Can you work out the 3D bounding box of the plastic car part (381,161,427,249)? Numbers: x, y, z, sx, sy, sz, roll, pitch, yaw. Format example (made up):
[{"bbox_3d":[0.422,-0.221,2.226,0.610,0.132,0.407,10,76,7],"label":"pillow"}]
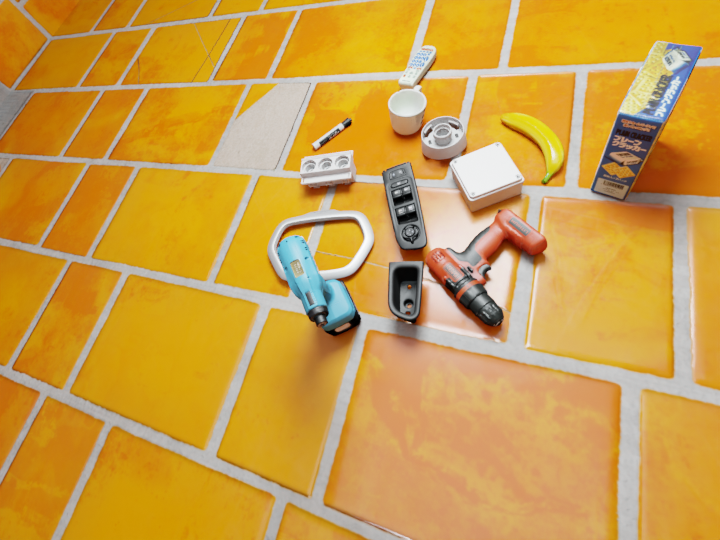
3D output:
[{"bbox_3d":[0.095,-0.125,0.885,0.067,0.064,0.209,-14,60,11],"label":"plastic car part"}]

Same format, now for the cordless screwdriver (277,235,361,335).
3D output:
[{"bbox_3d":[-0.063,0.056,0.748,0.075,0.237,0.166,-27,60,3],"label":"cordless screwdriver"}]

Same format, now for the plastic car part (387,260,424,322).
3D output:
[{"bbox_3d":[0.088,0.048,0.797,0.068,0.067,0.119,-2,64,17],"label":"plastic car part"}]

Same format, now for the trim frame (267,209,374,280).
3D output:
[{"bbox_3d":[-0.092,-0.060,0.943,0.255,0.026,0.188,-7,62,17],"label":"trim frame"}]
